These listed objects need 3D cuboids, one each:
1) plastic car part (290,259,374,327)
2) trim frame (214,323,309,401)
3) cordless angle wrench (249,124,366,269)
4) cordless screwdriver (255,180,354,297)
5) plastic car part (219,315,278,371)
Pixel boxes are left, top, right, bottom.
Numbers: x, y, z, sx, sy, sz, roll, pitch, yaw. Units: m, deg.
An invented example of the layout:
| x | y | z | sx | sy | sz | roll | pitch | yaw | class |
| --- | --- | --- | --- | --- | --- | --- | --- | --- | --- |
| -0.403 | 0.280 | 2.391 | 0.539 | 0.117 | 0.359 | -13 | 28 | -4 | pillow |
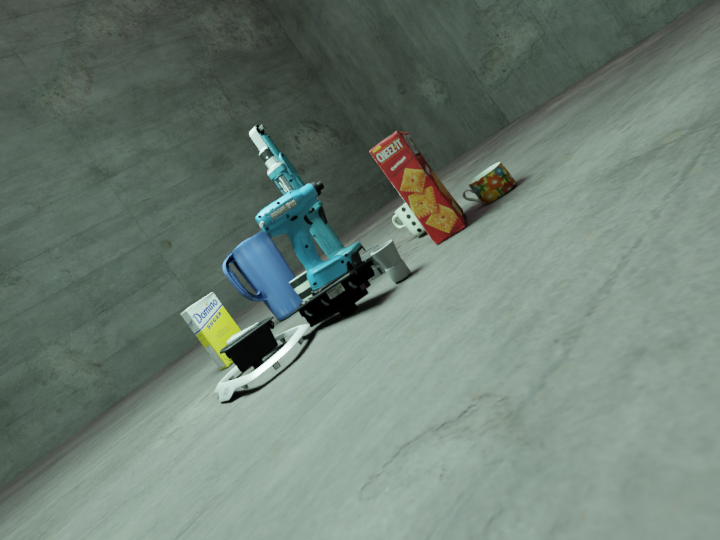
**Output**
| x | y | z | sx | sy | sz | roll | pitch | yaw | class |
| --- | --- | --- | --- | --- | --- | --- | --- | --- | --- |
| -0.045 | 0.050 | 0.735 | 0.208 | 0.066 | 0.065 | -28 | 8 | 44 | plastic car part |
| -0.180 | 0.164 | 0.762 | 0.181 | 0.027 | 0.255 | -41 | 10 | -39 | trim frame |
| -0.125 | -0.150 | 0.968 | 0.100 | 0.421 | 0.073 | -34 | 2 | 28 | cordless angle wrench |
| -0.086 | -0.056 | 0.883 | 0.158 | 0.248 | 0.075 | -36 | 2 | -13 | cordless screwdriver |
| -0.203 | 0.148 | 0.799 | 0.114 | 0.070 | 0.068 | -40 | 7 | -40 | plastic car part |
